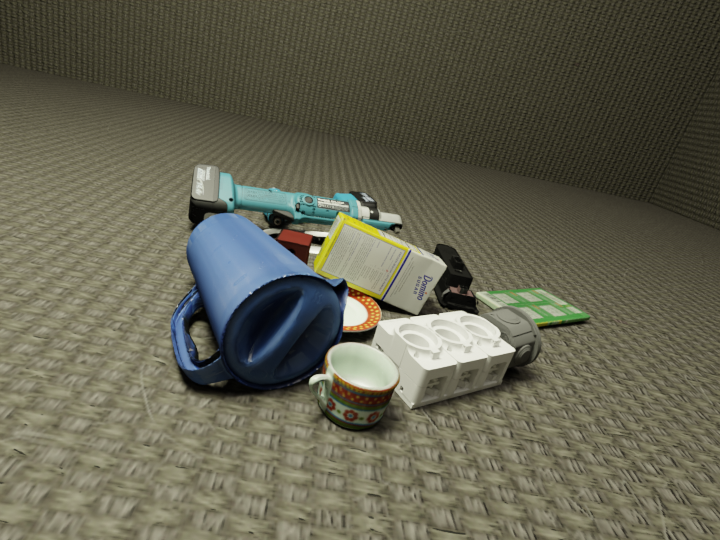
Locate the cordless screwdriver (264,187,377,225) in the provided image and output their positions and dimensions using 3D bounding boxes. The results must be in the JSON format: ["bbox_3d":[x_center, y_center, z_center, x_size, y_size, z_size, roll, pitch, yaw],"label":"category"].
[{"bbox_3d":[-0.088,-0.127,0.925,0.244,0.073,0.165,3,25,-13],"label":"cordless screwdriver"}]

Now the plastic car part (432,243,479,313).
[{"bbox_3d":[0.163,0.001,0.777,0.066,0.066,0.207,5,21,-4],"label":"plastic car part"}]

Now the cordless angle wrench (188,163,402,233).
[{"bbox_3d":[-0.109,-0.120,0.819,0.410,0.074,0.101,5,59,-19],"label":"cordless angle wrench"}]

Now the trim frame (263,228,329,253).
[{"bbox_3d":[-0.075,-0.049,0.769,0.247,0.027,0.188,3,16,-4],"label":"trim frame"}]

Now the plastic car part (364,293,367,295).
[{"bbox_3d":[0.055,0.011,0.707,0.114,0.065,0.073,10,9,-14],"label":"plastic car part"}]
